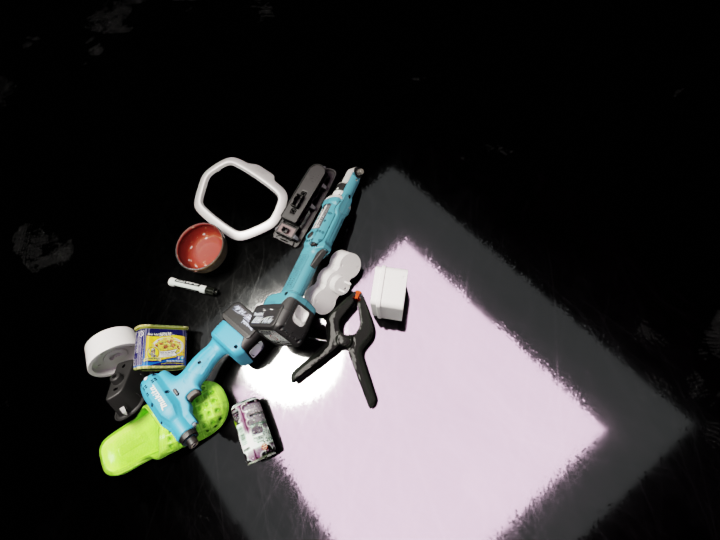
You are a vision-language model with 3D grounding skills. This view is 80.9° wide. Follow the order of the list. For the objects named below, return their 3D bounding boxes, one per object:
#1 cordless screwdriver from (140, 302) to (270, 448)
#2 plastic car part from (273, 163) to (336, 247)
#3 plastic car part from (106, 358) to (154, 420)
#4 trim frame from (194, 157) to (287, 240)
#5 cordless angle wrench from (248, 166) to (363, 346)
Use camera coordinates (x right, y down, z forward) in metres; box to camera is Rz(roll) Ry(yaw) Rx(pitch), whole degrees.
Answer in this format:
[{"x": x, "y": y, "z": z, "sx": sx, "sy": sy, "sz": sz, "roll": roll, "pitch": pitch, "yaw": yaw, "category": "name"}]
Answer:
[{"x": -0.271, "y": 0.189, "z": 0.788, "sx": 0.167, "sy": 0.071, "sz": 0.246, "roll": 37, "pitch": 69, "yaw": 29, "category": "cordless screwdriver"}, {"x": -0.126, "y": -0.157, "z": 0.936, "sx": 0.069, "sy": 0.064, "sz": 0.203, "roll": 22, "pitch": 72, "yaw": 24, "category": "plastic car part"}, {"x": -0.458, "y": 0.222, "z": 0.826, "sx": 0.066, "sy": 0.068, "sz": 0.121, "roll": -20, "pitch": 34, "yaw": 3, "category": "plastic car part"}, {"x": -0.283, "y": -0.173, "z": 0.993, "sx": 0.259, "sy": 0.026, "sz": 0.184, "roll": 34, "pitch": 80, "yaw": 24, "category": "trim frame"}, {"x": -0.083, "y": -0.054, "z": 0.849, "sx": 0.102, "sy": 0.071, "sz": 0.426, "roll": -9, "pitch": 48, "yaw": 43, "category": "cordless angle wrench"}]
